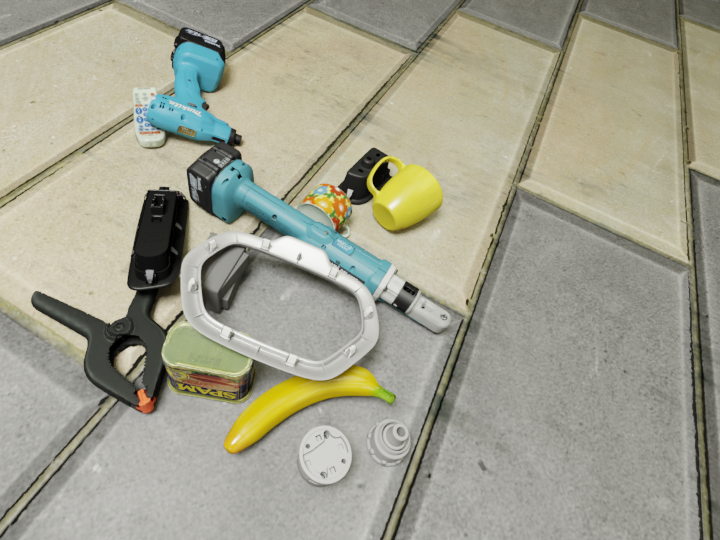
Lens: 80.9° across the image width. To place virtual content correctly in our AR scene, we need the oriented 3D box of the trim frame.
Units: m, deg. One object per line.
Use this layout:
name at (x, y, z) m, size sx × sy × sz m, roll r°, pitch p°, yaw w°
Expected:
trim frame at (-0.093, 0.028, 0.502) m, size 0.249 × 0.027 × 0.186 m, roll 21°, pitch 42°, yaw 1°

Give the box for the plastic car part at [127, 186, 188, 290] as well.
plastic car part at (-0.272, -0.057, 0.575) m, size 0.064 × 0.066 × 0.212 m, roll 5°, pitch 43°, yaw -21°

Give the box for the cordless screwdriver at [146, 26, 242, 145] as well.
cordless screwdriver at (-0.291, -0.335, 0.787) m, size 0.153 × 0.075 × 0.257 m, roll 14°, pitch 51°, yaw -25°

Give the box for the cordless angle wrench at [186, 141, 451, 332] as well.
cordless angle wrench at (-0.060, -0.039, 0.609) m, size 0.431 × 0.096 × 0.074 m, roll 32°, pitch 57°, yaw 9°

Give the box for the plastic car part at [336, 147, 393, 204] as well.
plastic car part at (0.011, -0.169, 0.726) m, size 0.068 × 0.070 × 0.115 m, roll 34°, pitch 52°, yaw 13°
